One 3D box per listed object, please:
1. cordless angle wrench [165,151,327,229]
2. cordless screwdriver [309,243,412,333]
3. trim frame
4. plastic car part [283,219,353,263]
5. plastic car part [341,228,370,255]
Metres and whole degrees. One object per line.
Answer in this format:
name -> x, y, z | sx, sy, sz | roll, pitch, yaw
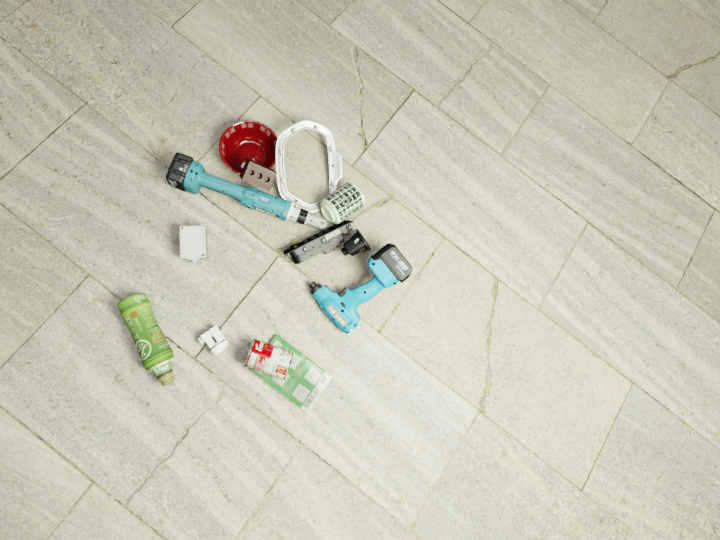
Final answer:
cordless angle wrench -> -0.286, -0.190, 1.106 | 0.417, 0.099, 0.075 | 20, 79, -7
cordless screwdriver -> -0.001, 0.025, 1.070 | 0.250, 0.073, 0.160 | -43, 87, 9
trim frame -> -0.138, -0.282, 1.147 | 0.179, 0.028, 0.248 | -4, 91, -21
plastic car part -> -0.110, -0.072, 1.122 | 0.200, 0.069, 0.065 | -23, 110, -15
plastic car part -> -0.017, -0.066, 1.111 | 0.071, 0.115, 0.066 | -34, 88, 7
